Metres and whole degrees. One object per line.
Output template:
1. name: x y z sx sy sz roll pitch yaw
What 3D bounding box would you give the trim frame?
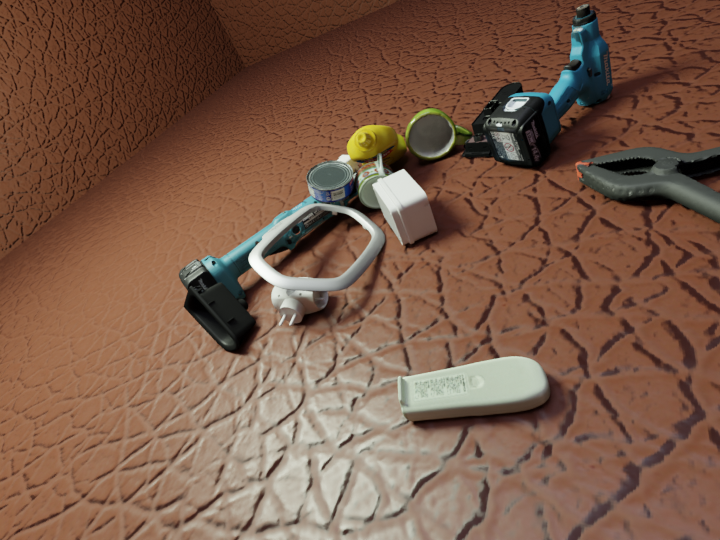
1. trim frame: -0.066 -0.043 0.676 0.191 0.027 0.247 20 42 17

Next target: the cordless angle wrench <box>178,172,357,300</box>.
1. cordless angle wrench: -0.131 -0.078 0.787 0.418 0.094 0.078 -38 31 -17

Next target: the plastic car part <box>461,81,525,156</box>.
1. plastic car part: 0.256 -0.290 0.791 0.070 0.064 0.201 5 45 50

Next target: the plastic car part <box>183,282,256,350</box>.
1. plastic car part: -0.214 0.066 0.671 0.070 0.118 0.066 -42 -9 -42

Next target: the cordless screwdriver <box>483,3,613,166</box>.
1. cordless screwdriver: 0.304 -0.289 0.671 0.247 0.152 0.078 -42 35 -13
